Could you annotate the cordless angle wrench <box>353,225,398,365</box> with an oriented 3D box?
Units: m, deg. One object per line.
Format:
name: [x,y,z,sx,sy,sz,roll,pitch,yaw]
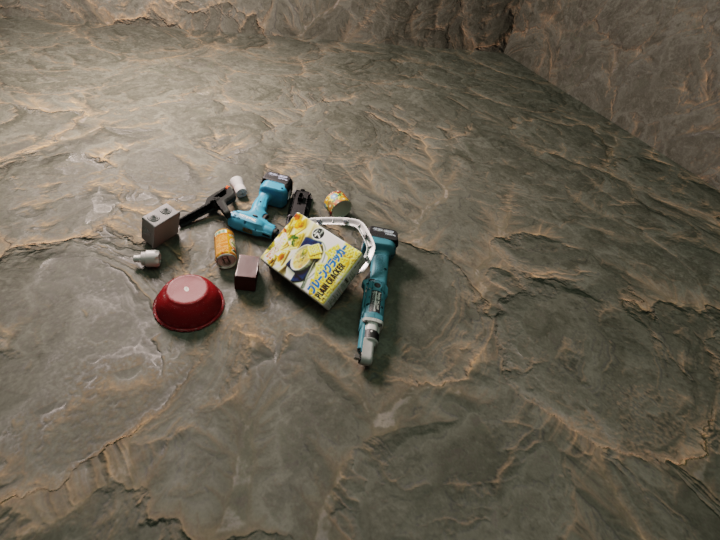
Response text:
cordless angle wrench: [0.035,0.052,1.056,0.098,0.073,0.432,10,44,-1]

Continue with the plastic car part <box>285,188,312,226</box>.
plastic car part: [-0.185,-0.192,1.288,0.065,0.066,0.208,13,44,-10]

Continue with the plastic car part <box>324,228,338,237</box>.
plastic car part: [-0.115,-0.075,1.178,0.121,0.064,0.070,31,60,18]

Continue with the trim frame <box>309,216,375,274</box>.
trim frame: [-0.085,-0.062,1.117,0.255,0.026,0.187,3,67,14]

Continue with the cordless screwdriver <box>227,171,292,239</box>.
cordless screwdriver: [-0.267,-0.189,1.260,0.162,0.072,0.250,18,46,8]
